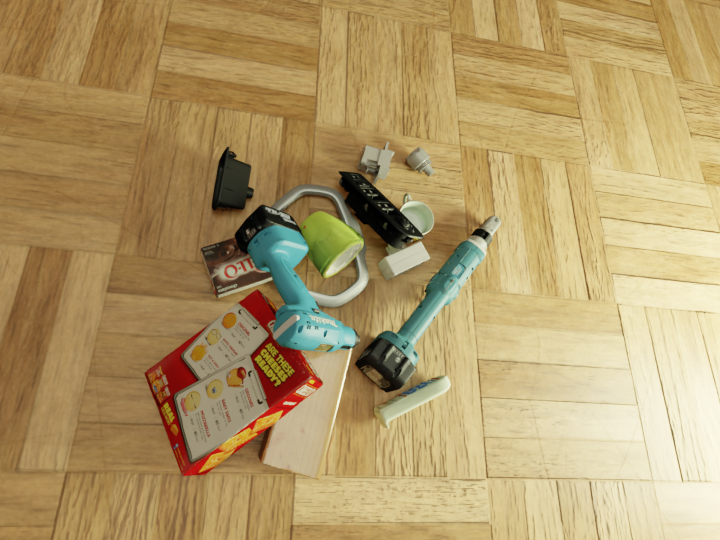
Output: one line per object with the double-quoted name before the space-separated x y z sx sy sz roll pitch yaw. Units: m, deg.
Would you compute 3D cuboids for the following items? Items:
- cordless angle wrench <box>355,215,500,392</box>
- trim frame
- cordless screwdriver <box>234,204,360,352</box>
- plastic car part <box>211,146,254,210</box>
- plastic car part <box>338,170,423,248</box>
"cordless angle wrench" 0.152 0.033 0.781 0.075 0.098 0.419 41 65 4
"trim frame" -0.078 -0.051 0.796 0.180 0.027 0.255 -14 73 -15
"cordless screwdriver" -0.096 0.017 0.659 0.150 0.075 0.261 21 31 -49
"plastic car part" -0.234 -0.158 0.788 0.068 0.068 0.118 9 72 -26
"plastic car part" 0.028 -0.111 0.796 0.213 0.067 0.063 44 23 30
